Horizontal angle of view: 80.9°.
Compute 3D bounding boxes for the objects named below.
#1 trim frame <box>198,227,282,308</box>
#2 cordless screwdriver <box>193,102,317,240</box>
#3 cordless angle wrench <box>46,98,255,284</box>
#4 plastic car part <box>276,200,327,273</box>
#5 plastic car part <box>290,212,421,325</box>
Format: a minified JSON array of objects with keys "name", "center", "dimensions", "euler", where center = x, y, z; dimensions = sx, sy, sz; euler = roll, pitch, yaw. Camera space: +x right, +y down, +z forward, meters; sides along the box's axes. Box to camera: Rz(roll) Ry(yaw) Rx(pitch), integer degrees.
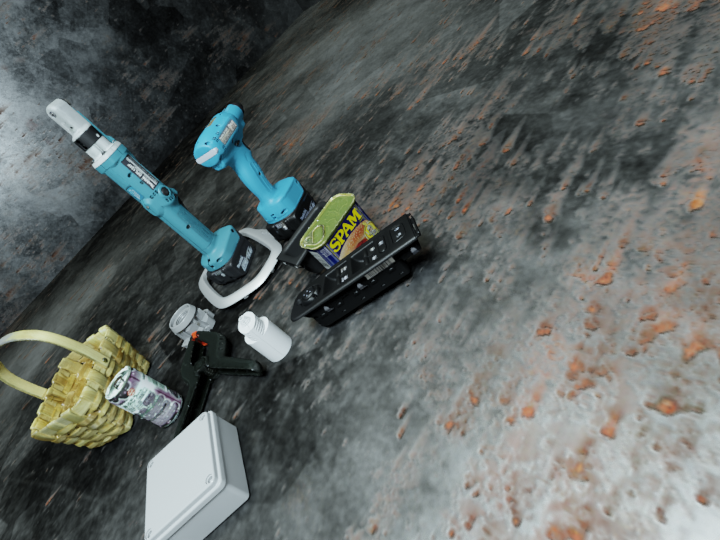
[{"name":"trim frame","center":[-0.242,-0.013,0.843],"dimensions":[0.184,0.026,0.262],"euler":[-52,35,-11]},{"name":"cordless screwdriver","center":[-0.180,-0.181,0.772],"dimensions":[0.077,0.236,0.162],"euler":[-20,39,31]},{"name":"cordless angle wrench","center":[-0.364,-0.131,0.758],"dimensions":[0.076,0.402,0.100],"euler":[-22,37,30]},{"name":"plastic car part","center":[-0.065,-0.042,0.660],"dimensions":[0.069,0.067,0.116],"euler":[14,63,52]},{"name":"plastic car part","center":[-0.004,0.010,0.548],"dimensions":[0.206,0.064,0.069],"euler":[-32,35,17]}]
